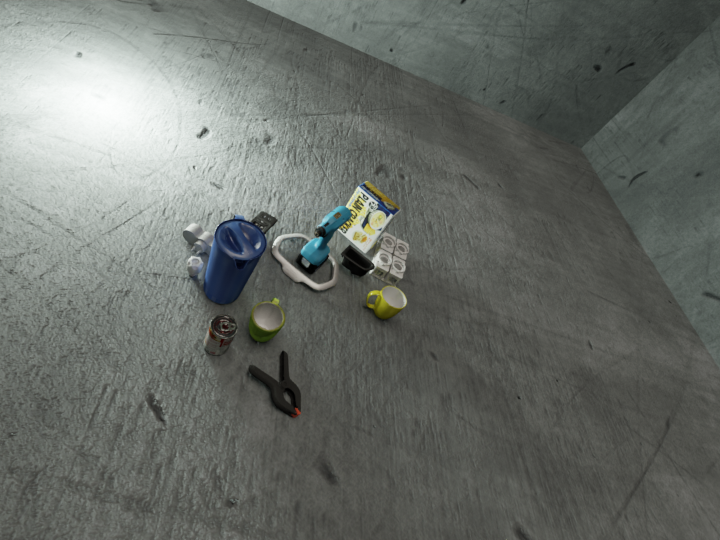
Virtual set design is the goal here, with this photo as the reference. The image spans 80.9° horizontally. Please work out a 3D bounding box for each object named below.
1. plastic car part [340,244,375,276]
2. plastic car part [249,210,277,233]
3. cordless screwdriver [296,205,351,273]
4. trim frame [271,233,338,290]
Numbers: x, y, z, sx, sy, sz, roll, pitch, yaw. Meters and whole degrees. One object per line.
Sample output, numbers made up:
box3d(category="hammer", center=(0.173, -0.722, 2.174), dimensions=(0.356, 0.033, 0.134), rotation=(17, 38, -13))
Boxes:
box3d(category="plastic car part", center=(-0.018, -0.020, 1.438), dimensions=(0.118, 0.071, 0.065), rotation=(39, 44, 7))
box3d(category="plastic car part", center=(-0.348, -0.110, 1.343), dimensions=(0.067, 0.067, 0.202), rotation=(34, 44, 0))
box3d(category="cordless screwdriver", center=(-0.128, -0.084, 1.308), dimensions=(0.075, 0.249, 0.157), rotation=(41, 44, 4))
box3d(category="trim frame", center=(-0.179, -0.032, 1.393), dimensions=(0.252, 0.027, 0.182), rotation=(38, 45, 7))
